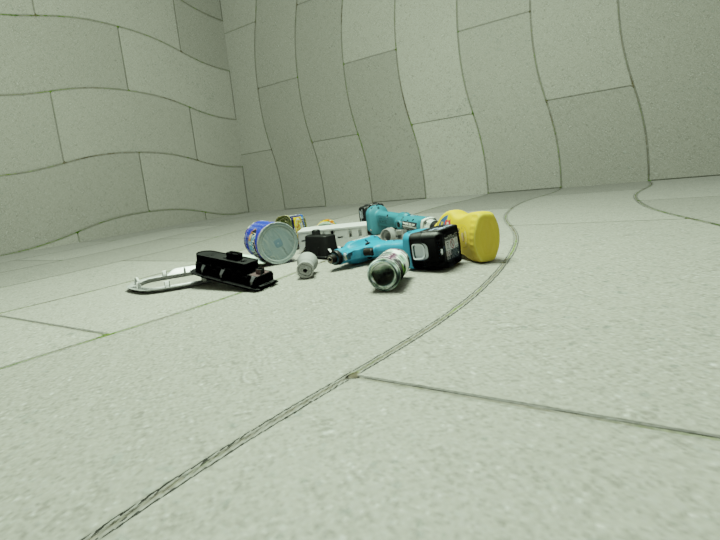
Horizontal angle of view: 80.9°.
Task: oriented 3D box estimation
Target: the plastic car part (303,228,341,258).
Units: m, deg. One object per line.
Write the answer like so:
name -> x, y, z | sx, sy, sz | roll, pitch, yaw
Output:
plastic car part -> -0.105, -0.068, 1.070 | 0.123, 0.070, 0.063 | 8, 15, 41

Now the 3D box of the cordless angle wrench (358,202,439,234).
cordless angle wrench -> 0.131, -0.135, 1.218 | 0.072, 0.096, 0.443 | -14, 17, -25

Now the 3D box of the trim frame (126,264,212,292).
trim frame -> -0.395, 0.012, 0.955 | 0.243, 0.027, 0.191 | -12, 12, -18

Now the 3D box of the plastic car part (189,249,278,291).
plastic car part -> -0.264, -0.006, 0.841 | 0.213, 0.065, 0.065 | 6, 24, 31

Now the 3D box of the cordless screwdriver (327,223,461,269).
cordless screwdriver -> 0.062, -0.040, 0.853 | 0.261, 0.073, 0.153 | 0, 13, 44
